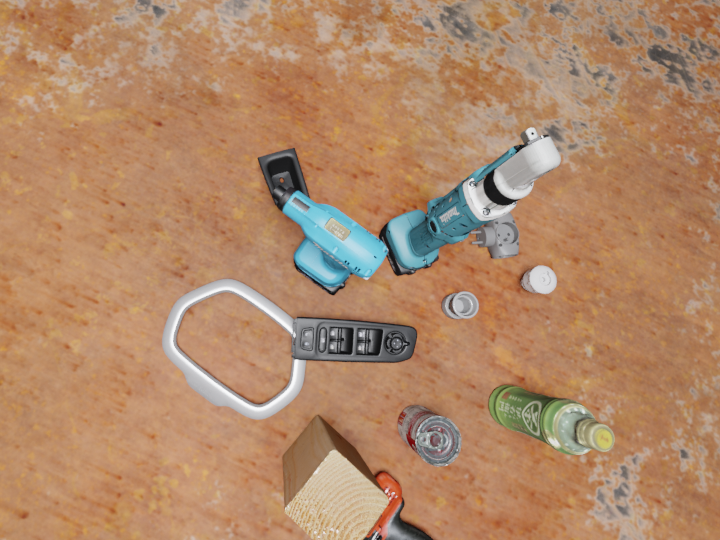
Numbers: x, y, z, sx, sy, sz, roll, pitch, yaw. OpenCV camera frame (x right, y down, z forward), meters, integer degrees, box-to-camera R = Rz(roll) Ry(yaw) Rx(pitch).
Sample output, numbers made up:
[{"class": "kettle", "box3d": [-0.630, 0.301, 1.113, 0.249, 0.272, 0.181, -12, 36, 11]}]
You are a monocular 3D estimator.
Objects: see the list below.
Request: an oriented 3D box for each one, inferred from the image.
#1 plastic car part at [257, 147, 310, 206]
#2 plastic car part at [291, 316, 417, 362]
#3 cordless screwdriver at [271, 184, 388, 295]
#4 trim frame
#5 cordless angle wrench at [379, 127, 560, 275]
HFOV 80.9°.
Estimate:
[{"class": "plastic car part", "box3d": [-0.127, -0.139, 0.725, 0.065, 0.071, 0.118, -18, 82, -11]}, {"class": "plastic car part", "box3d": [-0.011, 0.114, 0.686, 0.201, 0.067, 0.067, 4, 80, -5]}, {"class": "cordless screwdriver", "box3d": [-0.061, -0.040, 0.620, 0.159, 0.249, 0.074, 37, 77, -2]}, {"class": "trim frame", "box3d": [-0.202, 0.125, 0.687, 0.249, 0.027, 0.184, 34, 78, 2]}, {"class": "cordless angle wrench", "box3d": [0.117, -0.068, 0.554, 0.073, 0.424, 0.099, -21, 86, -13]}]
